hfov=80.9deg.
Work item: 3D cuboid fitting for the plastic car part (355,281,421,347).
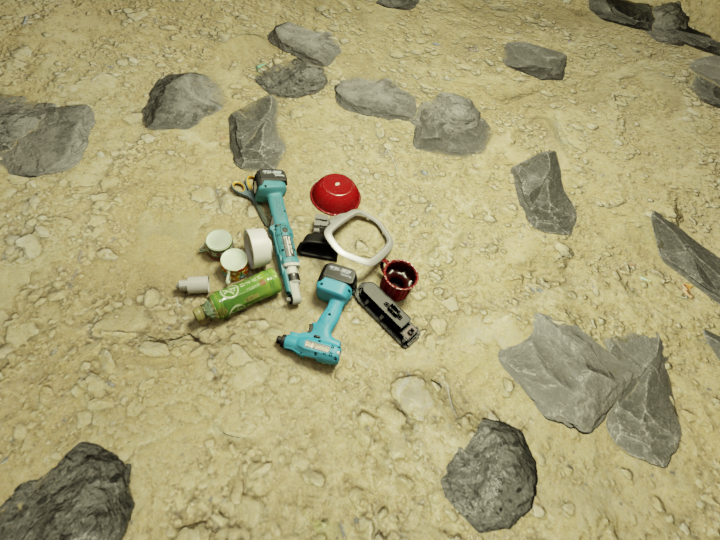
[{"bbox_3d":[0.065,0.101,1.088,0.065,0.065,0.211,-39,66,-21],"label":"plastic car part"}]

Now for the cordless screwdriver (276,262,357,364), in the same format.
[{"bbox_3d":[-0.102,0.101,1.061,0.162,0.072,0.252,11,59,10],"label":"cordless screwdriver"}]

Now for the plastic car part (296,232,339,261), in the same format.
[{"bbox_3d":[-0.116,-0.076,1.189,0.117,0.064,0.072,10,41,2],"label":"plastic car part"}]

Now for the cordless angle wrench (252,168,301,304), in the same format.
[{"bbox_3d":[-0.220,-0.100,1.180,0.094,0.074,0.439,-3,59,-26],"label":"cordless angle wrench"}]

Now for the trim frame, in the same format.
[{"bbox_3d":[-0.003,-0.097,1.187,0.187,0.027,0.244,38,41,8],"label":"trim frame"}]
